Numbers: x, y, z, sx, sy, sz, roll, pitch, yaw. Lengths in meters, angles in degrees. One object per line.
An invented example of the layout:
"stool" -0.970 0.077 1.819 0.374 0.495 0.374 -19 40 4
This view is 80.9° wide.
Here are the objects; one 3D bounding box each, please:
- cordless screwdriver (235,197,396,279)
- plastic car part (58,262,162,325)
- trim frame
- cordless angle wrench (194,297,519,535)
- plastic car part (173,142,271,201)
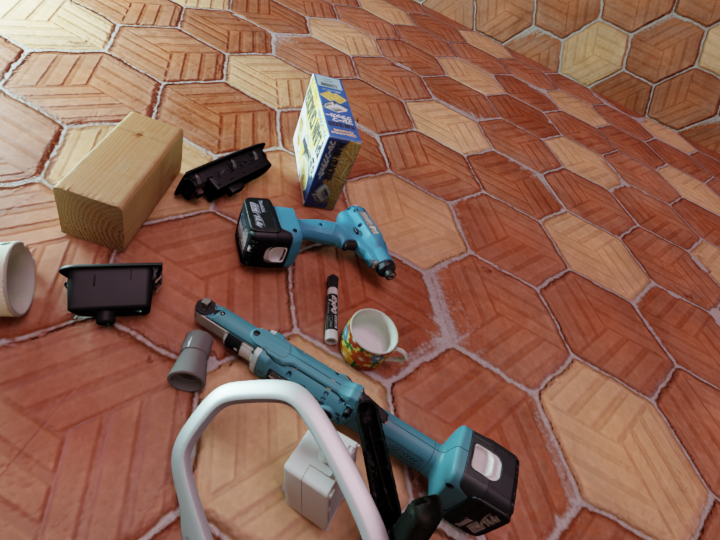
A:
"cordless screwdriver" -0.066 -0.043 0.676 0.239 0.074 0.167 -2 44 -30
"plastic car part" -0.306 0.031 0.524 0.113 0.066 0.073 -4 67 -23
"trim frame" -0.084 0.220 0.386 0.184 0.026 0.259 -36 65 0
"cordless angle wrench" -0.029 0.153 0.514 0.432 0.096 0.074 29 44 10
"plastic car part" -0.224 -0.171 0.741 0.067 0.067 0.201 41 45 -1
